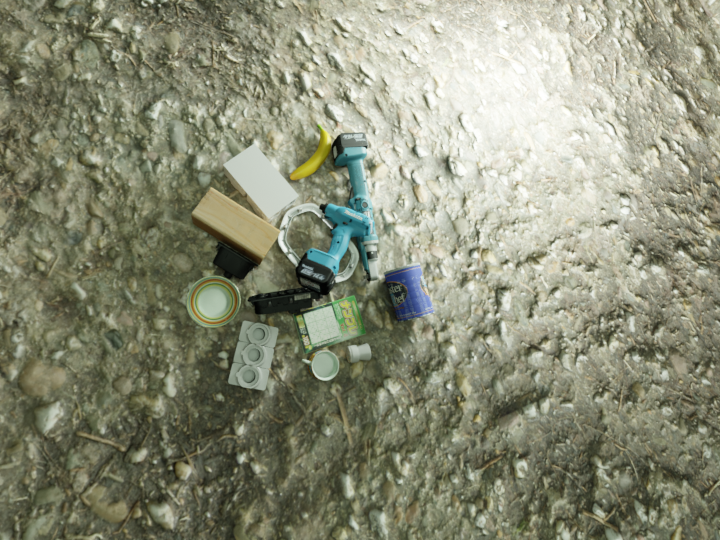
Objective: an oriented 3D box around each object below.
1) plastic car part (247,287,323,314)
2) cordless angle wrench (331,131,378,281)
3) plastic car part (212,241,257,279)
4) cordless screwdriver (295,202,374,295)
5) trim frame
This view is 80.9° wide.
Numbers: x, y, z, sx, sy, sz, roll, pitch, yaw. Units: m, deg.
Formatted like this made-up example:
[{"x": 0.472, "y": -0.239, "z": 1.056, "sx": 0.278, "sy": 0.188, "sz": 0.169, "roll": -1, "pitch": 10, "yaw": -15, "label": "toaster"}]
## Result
[{"x": -0.191, "y": 0.078, "z": 1.093, "sx": 0.198, "sy": 0.069, "sz": 0.066, "roll": -4, "pitch": 105, "yaw": -16, "label": "plastic car part"}, {"x": 0.002, "y": -0.180, "z": 1.197, "sx": 0.096, "sy": 0.075, "sz": 0.428, "roll": -7, "pitch": 80, "yaw": -17, "label": "cordless angle wrench"}, {"x": -0.331, "y": -0.017, "z": 1.084, "sx": 0.115, "sy": 0.067, "sz": 0.071, "roll": 35, "pitch": 86, "yaw": -8, "label": "plastic car part"}, {"x": -0.088, "y": -0.069, "z": 1.103, "sx": 0.165, "sy": 0.072, "sz": 0.248, "roll": 24, "pitch": 64, "yaw": 18, "label": "cordless screwdriver"}, {"x": -0.114, "y": -0.074, "z": 1.162, "sx": 0.182, "sy": 0.028, "sz": 0.250, "roll": -42, "pitch": 87, "yaw": -22, "label": "trim frame"}]
